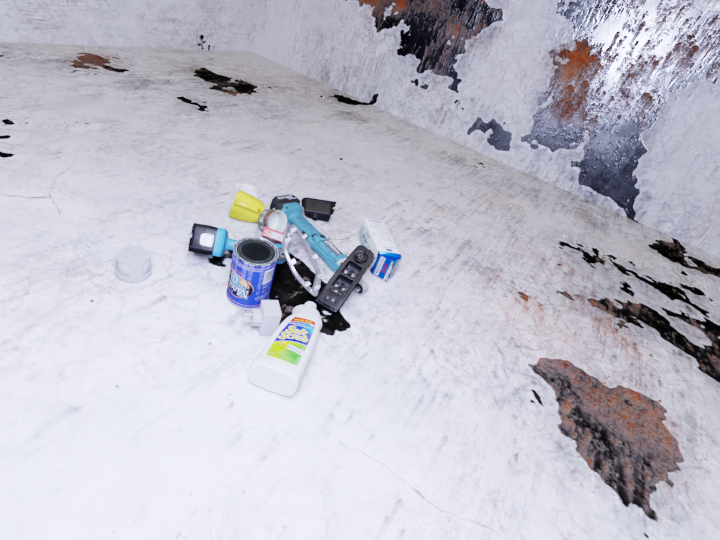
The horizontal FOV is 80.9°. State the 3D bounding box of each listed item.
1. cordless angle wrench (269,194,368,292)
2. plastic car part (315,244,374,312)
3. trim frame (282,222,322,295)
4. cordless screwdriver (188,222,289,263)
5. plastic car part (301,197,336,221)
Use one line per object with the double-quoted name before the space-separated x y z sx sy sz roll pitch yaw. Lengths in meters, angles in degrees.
"cordless angle wrench" -0.121 -0.079 1.237 0.094 0.073 0.445 -15 47 -40
"plastic car part" -0.030 0.024 1.086 0.069 0.064 0.203 22 65 26
"trim frame" -0.146 -0.035 1.076 0.180 0.028 0.251 59 12 -15
"cordless screwdriver" -0.302 -0.061 1.065 0.243 0.074 0.163 11 -1 -13
"plastic car part" -0.143 -0.196 1.411 0.114 0.065 0.073 7 49 -11
